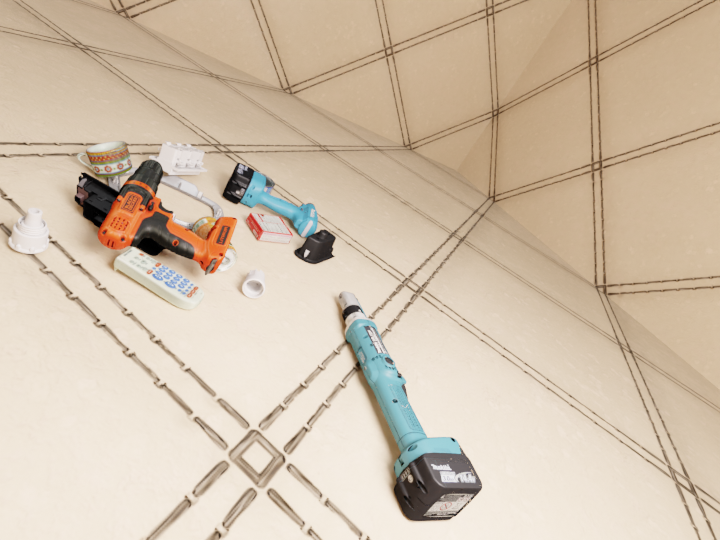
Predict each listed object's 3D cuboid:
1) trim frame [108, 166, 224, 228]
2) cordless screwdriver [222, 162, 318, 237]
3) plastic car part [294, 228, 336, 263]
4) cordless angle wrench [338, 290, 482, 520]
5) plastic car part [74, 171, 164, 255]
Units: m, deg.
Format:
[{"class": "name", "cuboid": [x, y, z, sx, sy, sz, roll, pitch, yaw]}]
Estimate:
[{"class": "trim frame", "cuboid": [-0.403, -0.156, 0.888, 0.245, 0.027, 0.188, 23, 25, -9]}, {"class": "cordless screwdriver", "cuboid": [-0.219, -0.184, 1.083, 0.243, 0.074, 0.163, 28, 24, -13]}, {"class": "plastic car part", "cuboid": [-0.096, -0.063, 0.984, 0.068, 0.071, 0.113, 35, 22, 13]}, {"class": "cordless angle wrench", "cuboid": [0.036, 0.169, 0.692, 0.093, 0.074, 0.444, 15, 26, -30]}, {"class": "plastic car part", "cuboid": [-0.400, -0.086, 0.716, 0.201, 0.066, 0.068, 28, 35, -4]}]
